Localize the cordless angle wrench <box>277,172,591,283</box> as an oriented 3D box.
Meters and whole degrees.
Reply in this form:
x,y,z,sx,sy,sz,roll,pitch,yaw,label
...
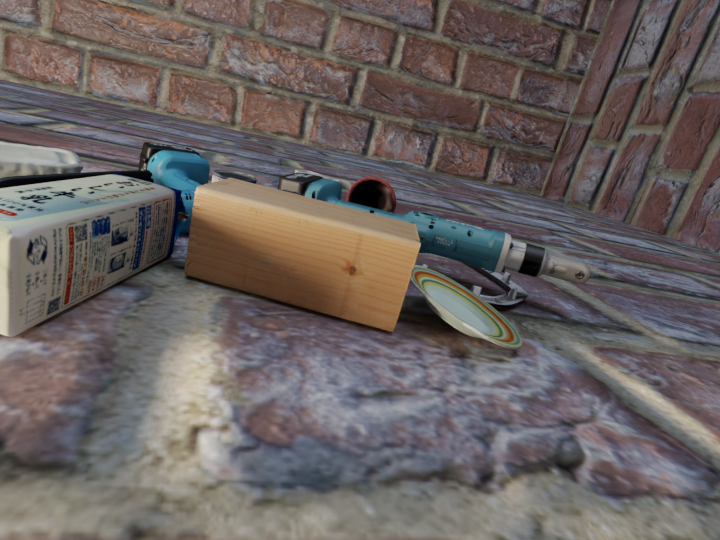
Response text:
x,y,z,sx,sy,sz,roll,pitch,yaw,label
0.085,-0.054,0.587,0.436,0.073,0.096,17,21,16,cordless angle wrench

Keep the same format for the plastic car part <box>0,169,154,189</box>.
x,y,z,sx,sy,sz,roll,pitch,yaw,label
-0.312,-0.073,0.453,0.069,0.065,0.200,8,16,14,plastic car part

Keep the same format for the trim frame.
x,y,z,sx,sy,sz,roll,pitch,yaw,label
0.127,-0.009,0.620,0.178,0.027,0.260,5,22,-20,trim frame

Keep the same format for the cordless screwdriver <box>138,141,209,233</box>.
x,y,z,sx,sy,sz,roll,pitch,yaw,label
-0.234,-0.120,0.631,0.152,0.073,0.263,-1,27,-38,cordless screwdriver
